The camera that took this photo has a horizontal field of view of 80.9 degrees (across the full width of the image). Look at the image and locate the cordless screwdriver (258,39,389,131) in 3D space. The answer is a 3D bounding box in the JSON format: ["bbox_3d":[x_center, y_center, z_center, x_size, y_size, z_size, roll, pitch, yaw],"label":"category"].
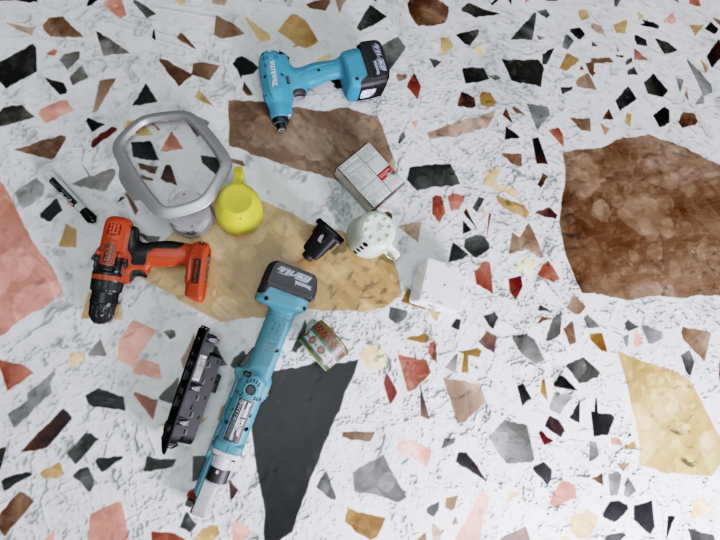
[{"bbox_3d":[-0.070,-0.363,0.836,0.246,0.074,0.161,-9,82,-7],"label":"cordless screwdriver"}]

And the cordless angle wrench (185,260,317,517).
[{"bbox_3d":[-0.186,0.194,0.712,0.097,0.075,0.425,21,79,-6],"label":"cordless angle wrench"}]

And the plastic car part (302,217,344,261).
[{"bbox_3d":[-0.074,-0.049,0.760,0.066,0.117,0.071,40,99,-4],"label":"plastic car part"}]

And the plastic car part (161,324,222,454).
[{"bbox_3d":[-0.276,0.198,0.704,0.064,0.069,0.204,28,73,-32],"label":"plastic car part"}]

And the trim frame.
[{"bbox_3d":[-0.338,-0.195,0.751,0.182,0.027,0.257,-36,70,-14],"label":"trim frame"}]
